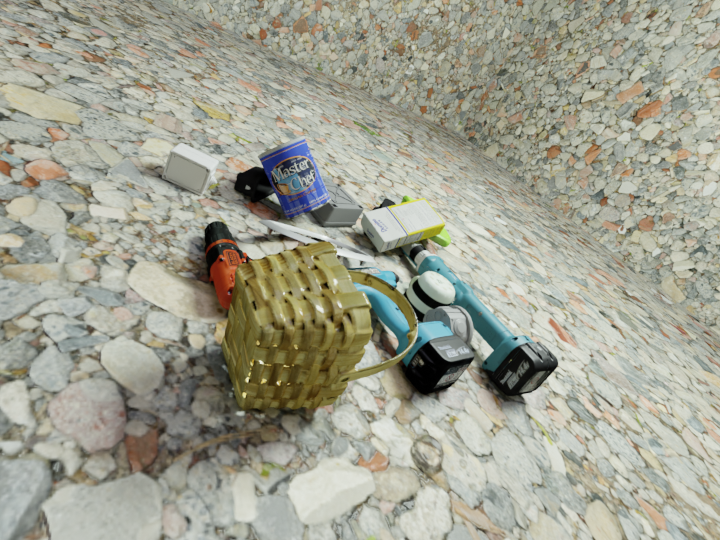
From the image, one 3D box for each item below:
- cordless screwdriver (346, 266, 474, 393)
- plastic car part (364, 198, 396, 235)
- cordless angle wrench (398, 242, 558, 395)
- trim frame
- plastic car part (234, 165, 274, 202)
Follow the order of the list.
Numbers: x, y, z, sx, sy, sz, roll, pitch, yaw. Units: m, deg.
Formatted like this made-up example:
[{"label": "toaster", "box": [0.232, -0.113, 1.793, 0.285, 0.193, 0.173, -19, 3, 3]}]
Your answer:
[{"label": "cordless screwdriver", "box": [0.079, 0.081, 0.723, 0.152, 0.074, 0.262, -3, 38, -46]}, {"label": "plastic car part", "box": [0.058, -0.133, 1.066, 0.066, 0.066, 0.204, 22, 26, -2]}, {"label": "cordless angle wrench", "box": [0.198, 0.054, 0.862, 0.071, 0.097, 0.446, 5, 34, -35]}, {"label": "trim frame", "box": [-0.075, -0.049, 0.768, 0.194, 0.027, 0.236, 26, 10, 32]}, {"label": "plastic car part", "box": [-0.227, -0.192, 0.904, 0.073, 0.065, 0.115, 21, 29, 13]}]
